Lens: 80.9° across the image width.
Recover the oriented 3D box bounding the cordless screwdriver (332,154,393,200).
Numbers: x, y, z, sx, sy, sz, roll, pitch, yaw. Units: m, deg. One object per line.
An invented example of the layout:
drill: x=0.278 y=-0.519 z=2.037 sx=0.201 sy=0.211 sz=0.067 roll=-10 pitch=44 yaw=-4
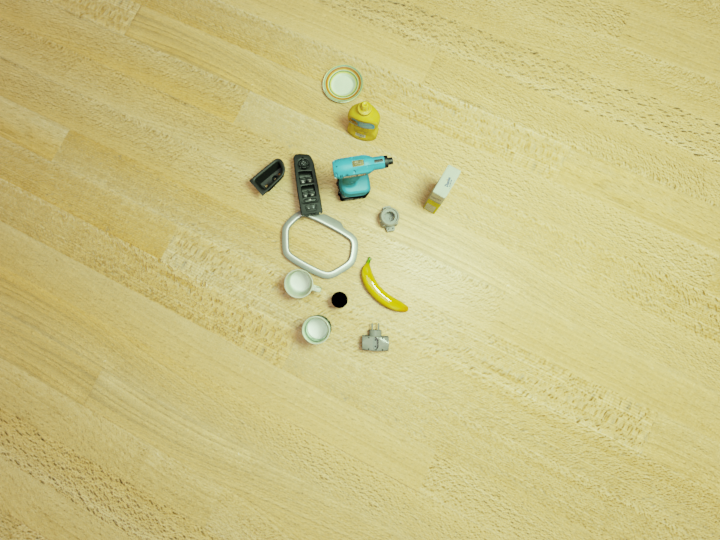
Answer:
cordless screwdriver: x=0.003 y=-0.269 z=1.207 sx=0.159 sy=0.246 sz=0.075 roll=-8 pitch=86 yaw=-1

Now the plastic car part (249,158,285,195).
plastic car part: x=-0.277 y=-0.287 z=1.318 sx=0.116 sy=0.070 sz=0.067 roll=-41 pitch=85 yaw=-3

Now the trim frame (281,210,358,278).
trim frame: x=-0.127 y=-0.083 z=1.301 sx=0.252 sy=0.027 sz=0.184 roll=27 pitch=85 yaw=7

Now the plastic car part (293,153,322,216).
plastic car part: x=-0.164 y=-0.263 z=1.308 sx=0.066 sy=0.066 sz=0.205 roll=-10 pitch=82 yaw=0
